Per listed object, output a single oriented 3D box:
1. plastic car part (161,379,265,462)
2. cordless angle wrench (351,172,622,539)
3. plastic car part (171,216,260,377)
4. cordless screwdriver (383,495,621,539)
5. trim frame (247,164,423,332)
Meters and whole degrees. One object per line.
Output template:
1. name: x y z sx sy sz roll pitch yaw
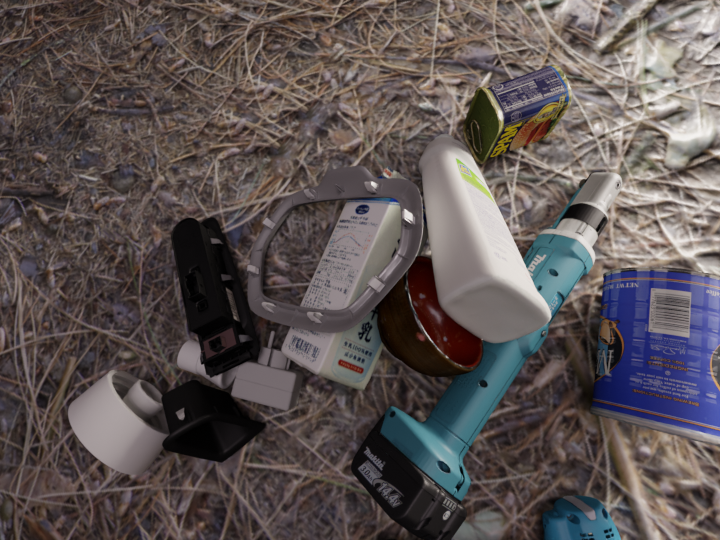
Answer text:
1. plastic car part: -0.167 0.153 0.453 0.066 0.110 0.075 -40 53 -4
2. cordless angle wrench: 0.155 0.057 0.433 0.422 0.071 0.103 -52 30 -11
3. plastic car part: -0.182 0.014 0.491 0.067 0.063 0.212 -32 56 10
4. cordless screwdriver: 0.125 0.315 0.379 0.249 0.073 0.162 -12 75 1
5. trim frame: -0.044 -0.029 0.449 0.261 0.026 0.185 4 66 46
